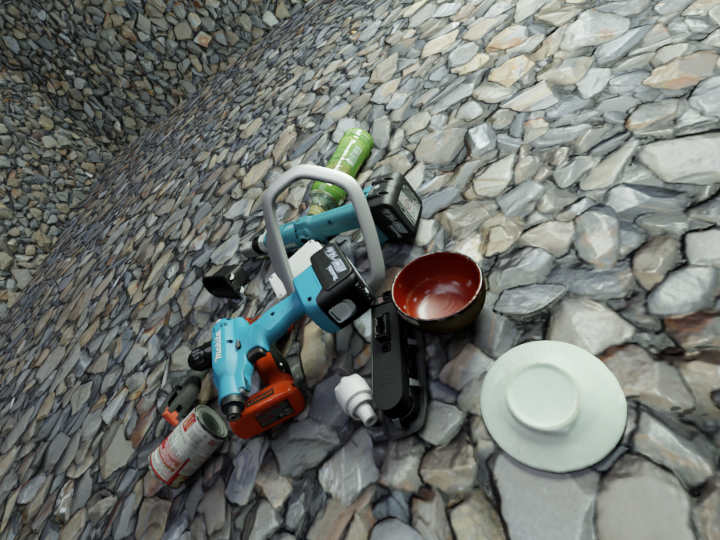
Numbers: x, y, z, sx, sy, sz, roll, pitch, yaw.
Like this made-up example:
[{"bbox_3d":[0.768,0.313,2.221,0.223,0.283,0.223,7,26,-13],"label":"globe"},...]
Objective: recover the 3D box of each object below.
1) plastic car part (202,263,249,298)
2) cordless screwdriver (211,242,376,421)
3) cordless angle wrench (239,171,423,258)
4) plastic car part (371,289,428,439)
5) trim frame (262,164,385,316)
[{"bbox_3d":[-0.284,0.016,0.906,0.122,0.063,0.070,0,41,46],"label":"plastic car part"},{"bbox_3d":[-0.099,0.082,0.574,0.250,0.070,0.167,-33,39,8],"label":"cordless screwdriver"},{"bbox_3d":[-0.092,-0.073,0.788,0.440,0.093,0.075,-10,45,40],"label":"cordless angle wrench"},{"bbox_3d":[0.044,0.101,0.533,0.068,0.063,0.209,-19,47,20],"label":"plastic car part"},{"bbox_3d":[-0.064,-0.042,0.654,0.188,0.247,0.027,-16,4,18],"label":"trim frame"}]
